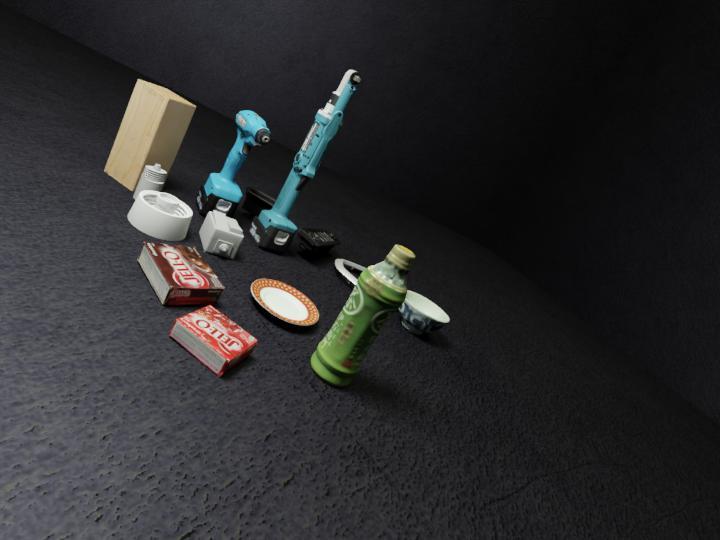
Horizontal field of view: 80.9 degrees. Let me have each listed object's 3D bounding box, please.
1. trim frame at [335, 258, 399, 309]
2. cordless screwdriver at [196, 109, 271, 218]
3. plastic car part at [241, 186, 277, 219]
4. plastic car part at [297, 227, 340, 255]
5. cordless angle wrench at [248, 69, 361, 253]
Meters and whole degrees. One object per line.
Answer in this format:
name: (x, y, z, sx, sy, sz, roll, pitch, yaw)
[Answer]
trim frame: (0.039, 0.036, 1.073, 0.238, 0.027, 0.193, 20, 19, -27)
cordless screwdriver: (-0.274, -0.221, 0.929, 0.070, 0.248, 0.168, 18, 21, -37)
plastic car part: (-0.254, -0.160, 1.090, 0.114, 0.071, 0.067, 26, 17, -11)
plastic car part: (-0.105, -0.069, 1.074, 0.068, 0.067, 0.198, 34, 17, 11)
cordless angle wrench: (-0.116, -0.236, 0.926, 0.070, 0.422, 0.103, 17, 22, -40)
